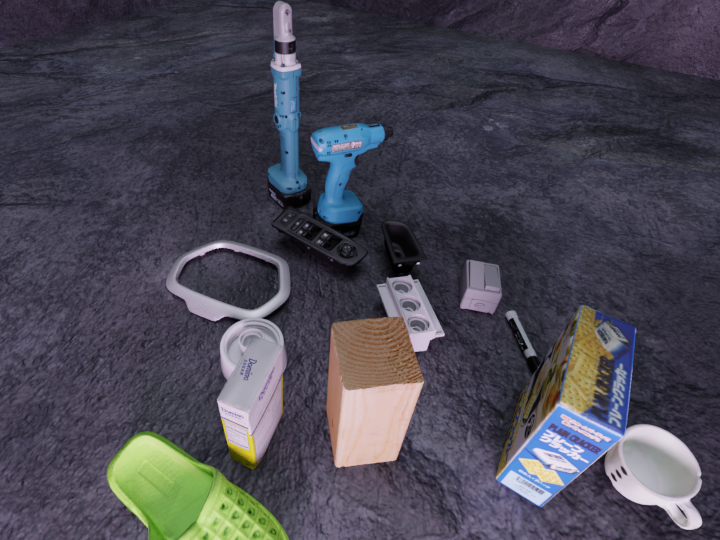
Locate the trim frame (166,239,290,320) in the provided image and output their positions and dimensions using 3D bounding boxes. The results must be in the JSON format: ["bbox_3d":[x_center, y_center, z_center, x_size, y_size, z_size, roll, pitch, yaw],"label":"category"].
[{"bbox_3d":[-0.249,0.016,0.806,0.256,0.027,0.184,17,46,15],"label":"trim frame"}]

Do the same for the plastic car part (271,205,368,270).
[{"bbox_3d":[-0.084,-0.055,0.856,0.212,0.065,0.065,26,48,23],"label":"plastic car part"}]

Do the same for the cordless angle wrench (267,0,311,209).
[{"bbox_3d":[-0.153,-0.320,0.879,0.072,0.411,0.103,-25,52,-29],"label":"cordless angle wrench"}]

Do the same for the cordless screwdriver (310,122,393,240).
[{"bbox_3d":[-0.021,-0.181,0.861,0.156,0.242,0.078,-13,47,-18],"label":"cordless screwdriver"}]

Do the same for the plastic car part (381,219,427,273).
[{"bbox_3d":[0.077,-0.040,0.843,0.065,0.069,0.122,-7,45,-11],"label":"plastic car part"}]
